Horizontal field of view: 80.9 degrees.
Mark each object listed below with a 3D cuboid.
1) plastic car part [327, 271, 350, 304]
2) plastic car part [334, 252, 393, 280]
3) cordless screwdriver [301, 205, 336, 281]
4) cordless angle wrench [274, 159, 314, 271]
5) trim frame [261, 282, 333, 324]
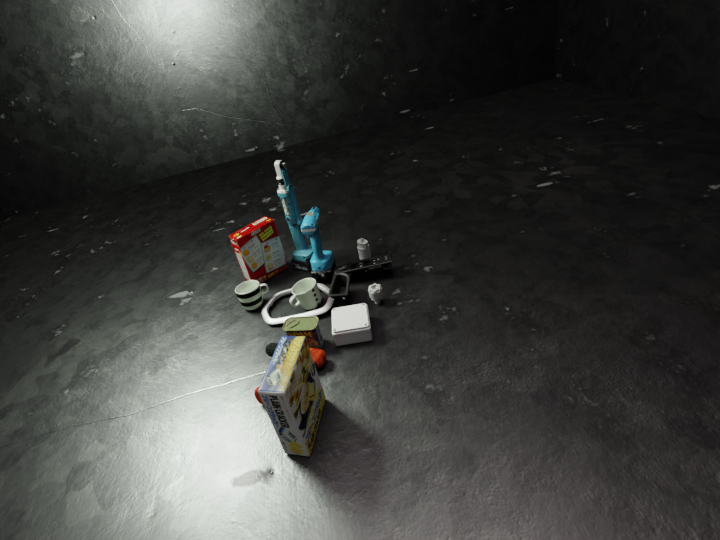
[{"bbox_3d":[-0.059,0.066,1.352,0.067,0.068,0.118,-5,34,13],"label":"plastic car part"},{"bbox_3d":[0.012,-0.006,1.434,0.205,0.064,0.068,-9,32,8],"label":"plastic car part"},{"bbox_3d":[-0.143,-0.094,1.465,0.076,0.239,0.162,-6,32,11],"label":"cordless screwdriver"},{"bbox_3d":[-0.235,-0.190,1.490,0.103,0.407,0.073,11,38,34],"label":"cordless angle wrench"},{"bbox_3d":[-0.204,0.110,1.381,0.250,0.026,0.190,-13,33,3],"label":"trim frame"}]
